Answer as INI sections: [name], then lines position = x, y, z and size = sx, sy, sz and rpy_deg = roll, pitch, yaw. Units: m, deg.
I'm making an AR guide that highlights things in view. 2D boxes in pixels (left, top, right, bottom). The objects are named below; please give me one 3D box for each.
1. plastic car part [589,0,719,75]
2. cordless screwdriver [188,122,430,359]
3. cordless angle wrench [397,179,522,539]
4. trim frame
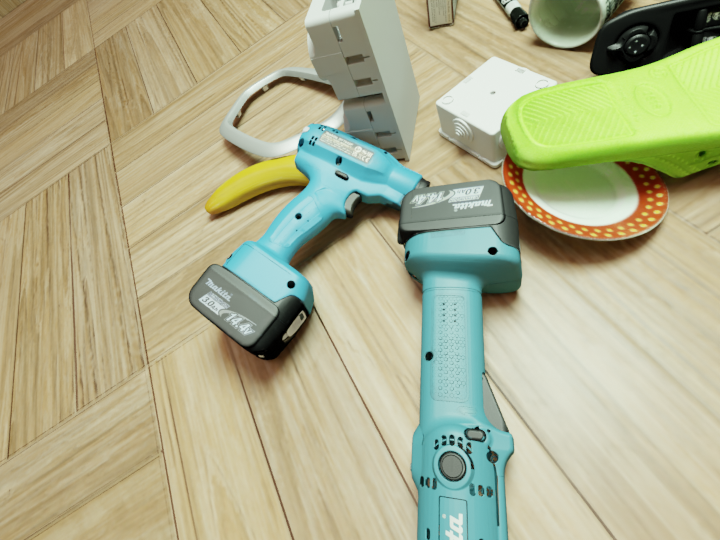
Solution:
[plastic car part]
position = 0.330, -0.235, 0.392
size = 0.210, 0.063, 0.068
rpy_deg = -3, 50, 23
[cordless screwdriver]
position = -0.042, -0.027, 0.425
size = 0.164, 0.072, 0.249
rpy_deg = 27, 73, 14
[cordless angle wrench]
position = 0.068, 0.132, 0.286
size = 0.101, 0.070, 0.431
rpy_deg = -6, 61, 21
[trim frame]
position = -0.102, -0.231, 0.596
size = 0.183, 0.026, 0.263
rpy_deg = -47, 47, -11
